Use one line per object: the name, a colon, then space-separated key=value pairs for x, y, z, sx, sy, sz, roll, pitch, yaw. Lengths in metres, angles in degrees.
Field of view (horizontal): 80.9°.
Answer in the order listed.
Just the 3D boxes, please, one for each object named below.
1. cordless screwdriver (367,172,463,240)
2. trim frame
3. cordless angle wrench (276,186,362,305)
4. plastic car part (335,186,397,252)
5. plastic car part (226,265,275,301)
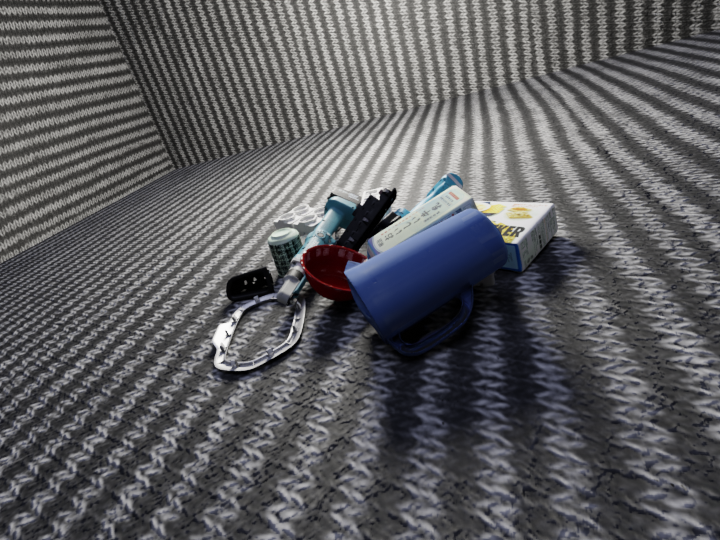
cordless screwdriver: x=0.123 y=-0.121 z=0.986 sx=0.245 sy=0.075 sz=0.159 roll=-40 pitch=-4 yaw=-27
trim frame: x=-0.199 y=0.109 z=0.830 sx=0.186 sy=0.026 sz=0.255 roll=-15 pitch=28 yaw=8
cordless angle wrench: x=-0.097 y=-0.064 z=0.993 sx=0.099 sy=0.073 sz=0.424 roll=22 pitch=40 yaw=4
plastic car part: x=0.006 y=-0.108 z=0.964 sx=0.203 sy=0.068 sz=0.065 roll=-59 pitch=-5 yaw=-1
plastic car part: x=-0.252 y=0.028 z=0.991 sx=0.119 sy=0.065 sz=0.070 roll=-14 pitch=10 yaw=16
